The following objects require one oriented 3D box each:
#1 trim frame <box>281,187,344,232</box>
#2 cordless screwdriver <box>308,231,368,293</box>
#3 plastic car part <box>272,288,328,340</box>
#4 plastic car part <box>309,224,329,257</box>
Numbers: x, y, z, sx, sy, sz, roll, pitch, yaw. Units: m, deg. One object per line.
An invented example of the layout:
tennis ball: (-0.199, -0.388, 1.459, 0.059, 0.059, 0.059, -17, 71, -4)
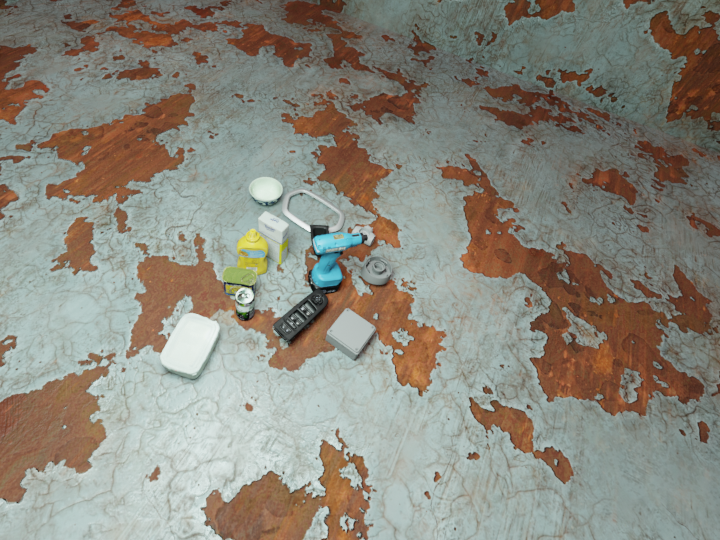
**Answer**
trim frame: (-0.175, -0.218, 1.551, 0.256, 0.027, 0.182, 31, 54, 15)
cordless screwdriver: (-0.074, -0.027, 1.281, 0.155, 0.244, 0.077, -9, 57, -19)
plastic car part: (-0.171, 0.135, 1.254, 0.068, 0.066, 0.200, 36, 55, 15)
plastic car part: (-0.140, -0.092, 1.432, 0.065, 0.069, 0.121, 1, 53, -11)
